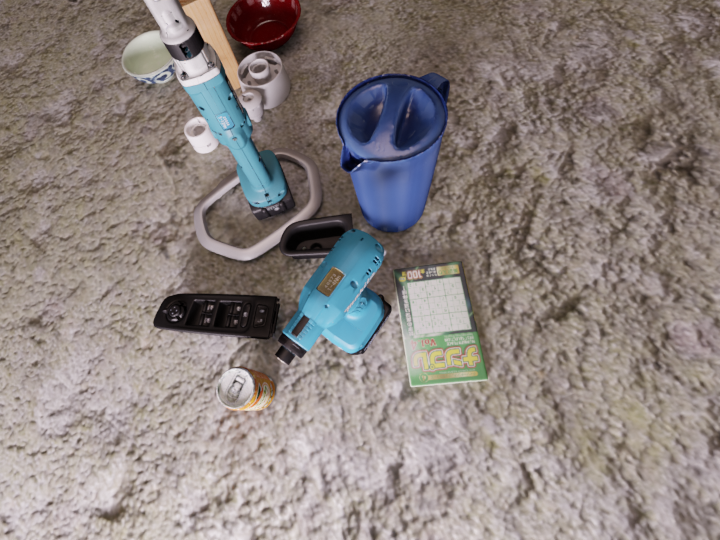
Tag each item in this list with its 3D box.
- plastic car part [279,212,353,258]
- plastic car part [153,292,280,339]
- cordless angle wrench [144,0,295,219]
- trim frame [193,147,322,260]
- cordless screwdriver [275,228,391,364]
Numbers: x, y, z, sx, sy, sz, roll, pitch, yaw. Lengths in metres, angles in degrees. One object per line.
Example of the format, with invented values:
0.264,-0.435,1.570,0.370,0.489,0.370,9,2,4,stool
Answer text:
-0.066,-0.043,0.678,0.118,0.068,0.067,-7,69,6,plastic car part
-0.222,0.072,0.662,0.207,0.065,0.067,3,70,10,plastic car part
-0.177,-0.200,0.574,0.074,0.409,0.101,-21,70,-2,cordless angle wrench
-0.181,-0.123,0.752,0.247,0.026,0.191,-40,68,-7,trim frame
-0.028,0.060,0.537,0.077,0.241,0.159,33,77,15,cordless screwdriver
